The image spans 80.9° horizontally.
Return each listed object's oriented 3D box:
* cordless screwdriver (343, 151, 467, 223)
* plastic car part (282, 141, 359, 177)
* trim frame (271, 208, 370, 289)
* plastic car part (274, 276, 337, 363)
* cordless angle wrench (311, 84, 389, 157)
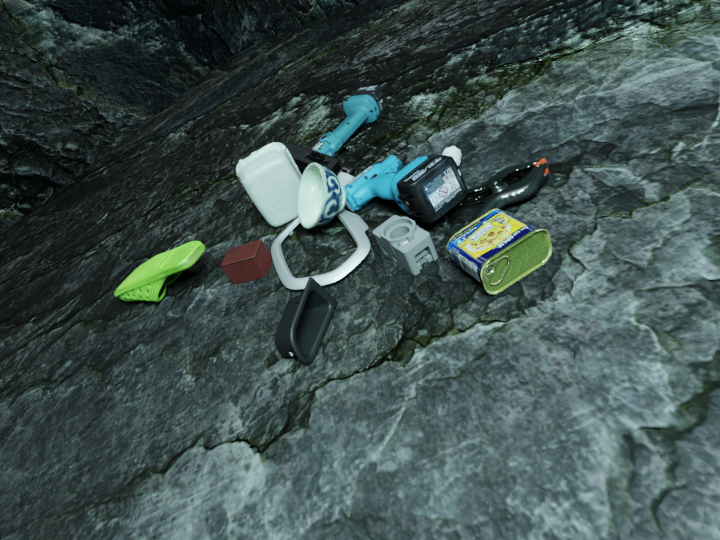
[{"bbox_3d":[0.080,-0.161,0.742,0.158,0.071,0.261,-41,27,-15],"label":"cordless screwdriver"},{"bbox_3d":[-0.108,-0.233,0.927,0.213,0.064,0.066,24,70,27],"label":"plastic car part"},{"bbox_3d":[-0.076,-0.050,0.777,0.184,0.026,0.261,-32,36,-1],"label":"trim frame"},{"bbox_3d":[-0.092,0.079,0.622,0.073,0.063,0.117,-17,39,41],"label":"plastic car part"},{"bbox_3d":[-0.078,-0.306,1.038,0.103,0.070,0.421,14,57,42],"label":"cordless angle wrench"}]
